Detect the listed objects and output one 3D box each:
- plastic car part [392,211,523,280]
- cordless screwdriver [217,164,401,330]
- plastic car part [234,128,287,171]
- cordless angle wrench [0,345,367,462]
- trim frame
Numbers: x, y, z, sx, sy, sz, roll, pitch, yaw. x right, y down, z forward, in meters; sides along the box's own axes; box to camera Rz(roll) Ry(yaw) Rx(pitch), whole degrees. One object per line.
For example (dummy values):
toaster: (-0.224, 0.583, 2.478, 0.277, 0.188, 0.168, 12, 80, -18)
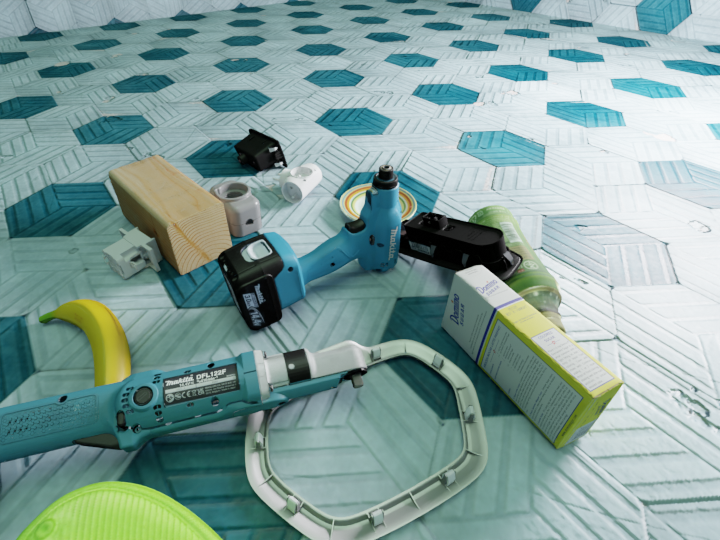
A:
plastic car part: (0.121, -0.043, 0.570, 0.065, 0.065, 0.215, -27, 32, -26)
cordless screwdriver: (-0.053, -0.034, 0.538, 0.243, 0.154, 0.078, -22, 46, -22)
plastic car part: (-0.214, -0.239, 0.862, 0.070, 0.063, 0.123, -42, 51, -22)
cordless angle wrench: (-0.198, 0.127, 0.395, 0.416, 0.072, 0.102, -11, 58, -11)
trim frame: (0.007, 0.149, 0.420, 0.243, 0.026, 0.194, -20, 43, -18)
